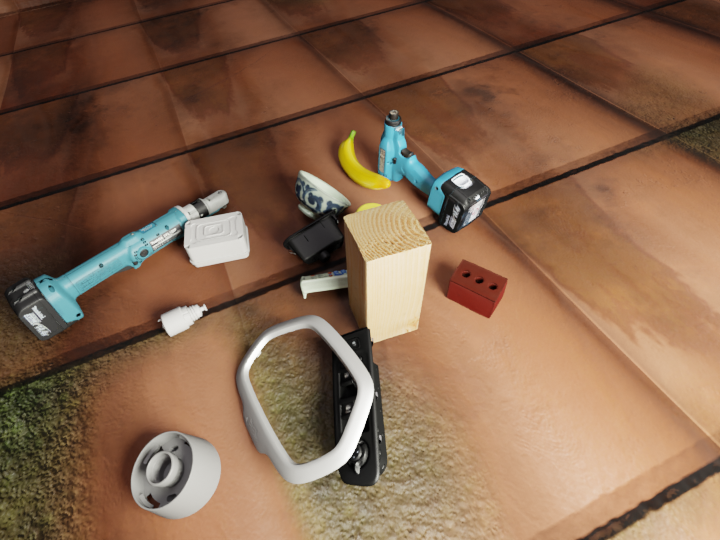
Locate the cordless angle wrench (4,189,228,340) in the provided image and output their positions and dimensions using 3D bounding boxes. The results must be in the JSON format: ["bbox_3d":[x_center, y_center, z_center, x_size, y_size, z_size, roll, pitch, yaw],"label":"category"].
[{"bbox_3d":[-0.422,-0.042,0.798,0.078,0.094,0.417,30,56,29],"label":"cordless angle wrench"}]

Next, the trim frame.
[{"bbox_3d":[-0.087,0.164,0.587,0.183,0.026,0.263,-42,46,-6],"label":"trim frame"}]

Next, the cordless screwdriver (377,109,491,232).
[{"bbox_3d":[0.128,-0.196,0.817,0.073,0.154,0.262,-32,56,-22],"label":"cordless screwdriver"}]

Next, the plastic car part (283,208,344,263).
[{"bbox_3d":[-0.077,-0.050,0.786,0.115,0.064,0.073,-35,70,-18],"label":"plastic car part"}]

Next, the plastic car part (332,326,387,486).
[{"bbox_3d":[0.000,0.183,0.571,0.068,0.063,0.209,-20,44,18],"label":"plastic car part"}]
